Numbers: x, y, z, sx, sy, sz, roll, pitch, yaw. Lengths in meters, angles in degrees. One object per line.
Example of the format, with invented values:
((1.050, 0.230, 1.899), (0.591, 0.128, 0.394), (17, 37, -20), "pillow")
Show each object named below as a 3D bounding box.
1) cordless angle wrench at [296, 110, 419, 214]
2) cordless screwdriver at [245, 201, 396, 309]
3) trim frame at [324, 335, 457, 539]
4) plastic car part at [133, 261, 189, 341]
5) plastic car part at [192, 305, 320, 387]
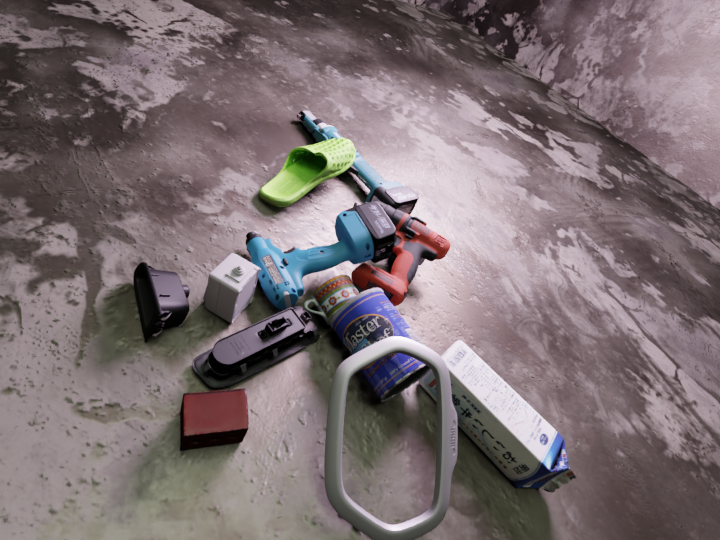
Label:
((-0.030, -0.278, 1.047), (0.094, 0.073, 0.443), (-16, 54, -37), "cordless angle wrench")
((-0.073, -0.048, 0.747), (0.245, 0.072, 0.167), (-26, 59, -15), "cordless screwdriver")
((0.044, 0.212, 0.544), (0.181, 0.027, 0.252), (6, 74, -10), "trim frame")
((-0.288, 0.037, 0.625), (0.067, 0.066, 0.122), (8, 40, -42), "plastic car part")
((-0.143, 0.104, 0.620), (0.197, 0.067, 0.068), (-25, 70, -37), "plastic car part")
